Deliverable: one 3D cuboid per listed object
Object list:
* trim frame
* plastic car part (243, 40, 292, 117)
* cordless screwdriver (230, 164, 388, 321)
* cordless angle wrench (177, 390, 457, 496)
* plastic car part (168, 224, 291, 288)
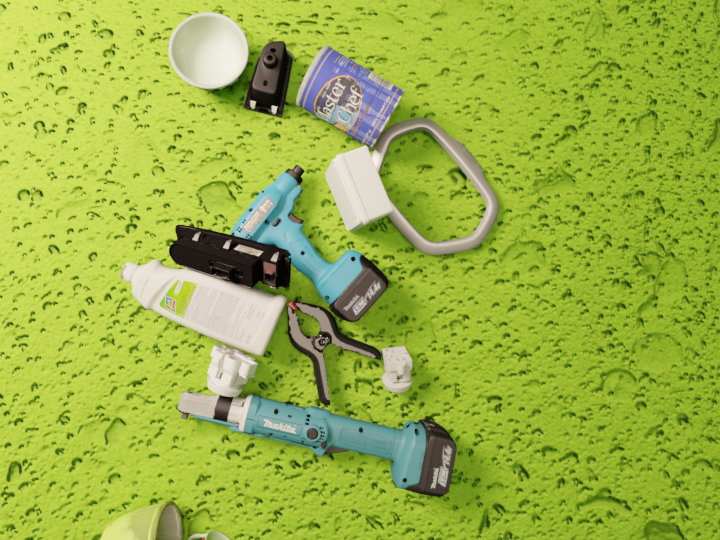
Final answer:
[{"bbox_3d":[0.121,-0.140,0.710,0.184,0.027,0.249,-40,88,-4],"label":"trim frame"},{"bbox_3d":[-0.146,-0.319,0.682,0.065,0.072,0.116,13,90,-7],"label":"plastic car part"},{"bbox_3d":[-0.066,-0.043,0.670,0.250,0.074,0.159,37,85,3],"label":"cordless screwdriver"},{"bbox_3d":[-0.073,0.246,0.655,0.423,0.074,0.098,13,86,0],"label":"cordless angle wrench"},{"bbox_3d":[-0.206,-0.015,0.636,0.210,0.064,0.066,18,41,20],"label":"plastic car part"}]
